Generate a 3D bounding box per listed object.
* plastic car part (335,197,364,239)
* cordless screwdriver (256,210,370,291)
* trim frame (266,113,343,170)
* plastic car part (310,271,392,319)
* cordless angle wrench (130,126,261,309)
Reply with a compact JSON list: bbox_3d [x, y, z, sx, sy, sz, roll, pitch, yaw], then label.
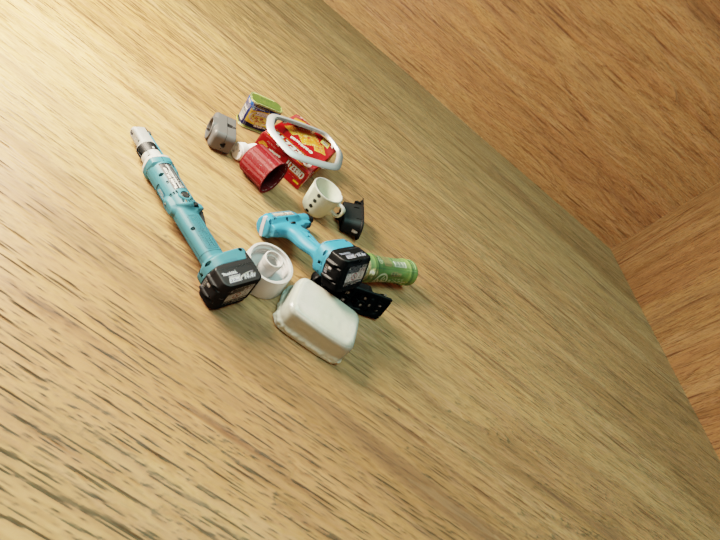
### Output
[{"bbox_3d":[-0.031,-0.142,1.130,0.069,0.065,0.120,16,45,-13],"label":"plastic car part"},{"bbox_3d":[-0.089,-0.058,0.906,0.261,0.073,0.153,33,29,29],"label":"cordless screwdriver"},{"bbox_3d":[-0.144,-0.343,1.128,0.236,0.028,0.191,4,53,-39],"label":"trim frame"},{"bbox_3d":[-0.030,0.044,0.922,0.193,0.066,0.070,18,38,-30],"label":"plastic car part"},{"bbox_3d":[-0.337,-0.124,0.798,0.094,0.075,0.437,-14,61,-51],"label":"cordless angle wrench"}]
